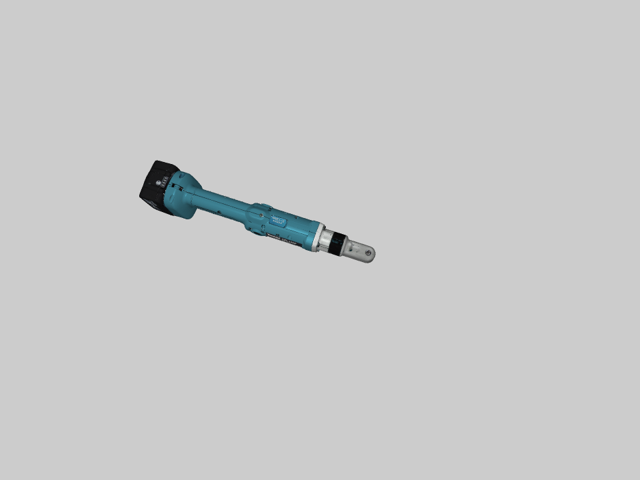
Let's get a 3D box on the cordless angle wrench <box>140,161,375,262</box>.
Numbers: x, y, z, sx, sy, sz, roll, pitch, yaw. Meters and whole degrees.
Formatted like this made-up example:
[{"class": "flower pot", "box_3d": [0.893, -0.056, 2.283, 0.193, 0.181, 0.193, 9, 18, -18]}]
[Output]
[{"class": "cordless angle wrench", "box_3d": [-0.106, -0.036, 0.758, 0.423, 0.074, 0.098, 18, -13, 5]}]
